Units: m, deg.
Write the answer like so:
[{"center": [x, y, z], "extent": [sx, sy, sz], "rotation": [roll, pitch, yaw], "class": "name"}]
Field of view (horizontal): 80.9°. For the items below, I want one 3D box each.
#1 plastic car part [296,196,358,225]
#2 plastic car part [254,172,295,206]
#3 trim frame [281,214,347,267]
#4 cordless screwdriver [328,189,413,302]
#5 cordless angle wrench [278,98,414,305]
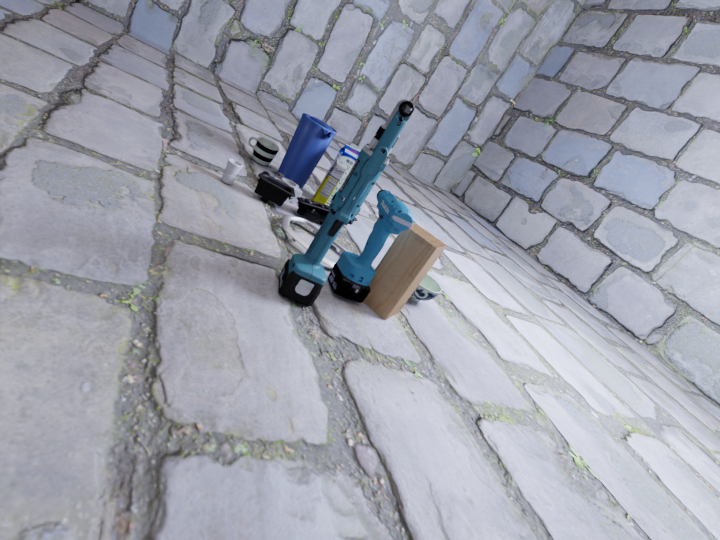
[{"center": [-0.113, -0.174, 1.293], "extent": [0.194, 0.067, 0.069], "rotation": [19, 24, -29], "class": "plastic car part"}, {"center": [-0.254, -0.225, 1.213], "extent": [0.112, 0.071, 0.068], "rotation": [23, 22, -21], "class": "plastic car part"}, {"center": [-0.110, -0.072, 1.120], "extent": [0.256, 0.027, 0.179], "rotation": [36, 21, 14], "class": "trim frame"}, {"center": [0.017, -0.061, 0.956], "extent": [0.071, 0.248, 0.166], "rotation": [23, 23, -25], "class": "cordless screwdriver"}, {"center": [-0.027, -0.122, 0.789], "extent": [0.072, 0.422, 0.101], "rotation": [26, 22, -19], "class": "cordless angle wrench"}]
